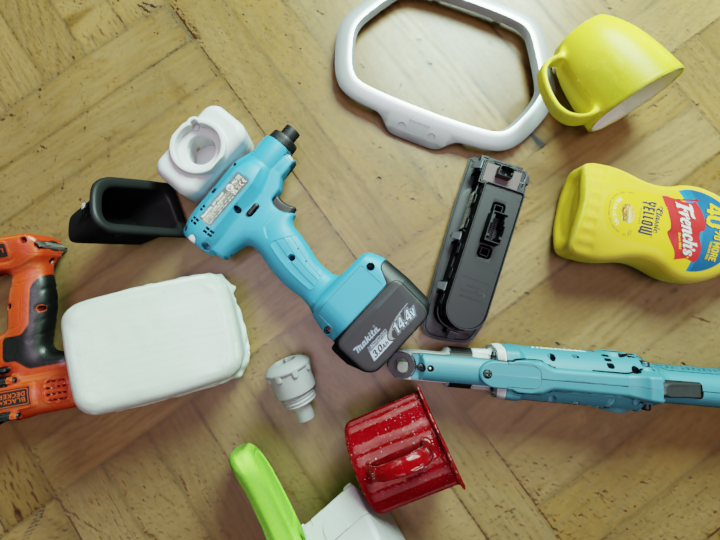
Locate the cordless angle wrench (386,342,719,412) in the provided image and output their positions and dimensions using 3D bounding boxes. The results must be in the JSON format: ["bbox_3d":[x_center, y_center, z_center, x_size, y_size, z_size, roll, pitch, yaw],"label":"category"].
[{"bbox_3d":[0.238,0.103,0.397,0.428,0.096,0.075,3,85,7],"label":"cordless angle wrench"}]

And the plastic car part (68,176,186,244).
[{"bbox_3d":[-0.242,-0.051,0.426,0.072,0.113,0.066,-25,86,21],"label":"plastic car part"}]

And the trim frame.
[{"bbox_3d":[0.092,-0.228,0.469,0.250,0.027,0.184,22,84,3],"label":"trim frame"}]

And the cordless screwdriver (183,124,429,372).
[{"bbox_3d":[-0.042,-0.027,0.428,0.254,0.073,0.159,38,86,10],"label":"cordless screwdriver"}]

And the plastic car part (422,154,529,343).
[{"bbox_3d":[0.122,-0.021,0.427,0.066,0.067,0.203,20,87,-6],"label":"plastic car part"}]
